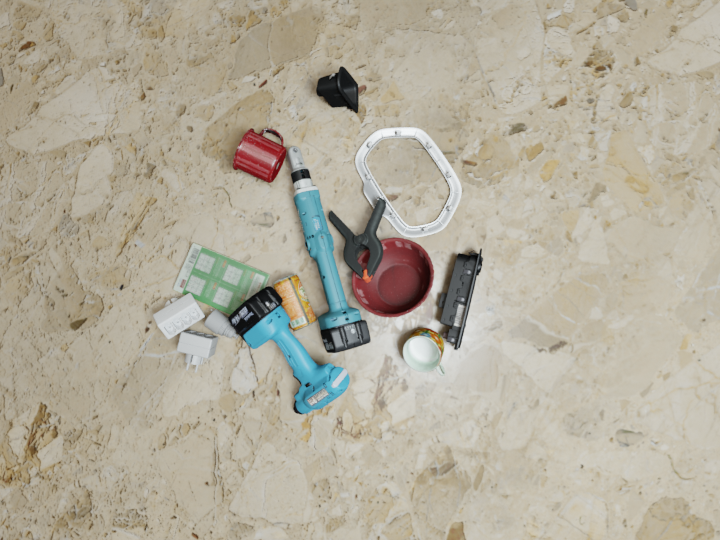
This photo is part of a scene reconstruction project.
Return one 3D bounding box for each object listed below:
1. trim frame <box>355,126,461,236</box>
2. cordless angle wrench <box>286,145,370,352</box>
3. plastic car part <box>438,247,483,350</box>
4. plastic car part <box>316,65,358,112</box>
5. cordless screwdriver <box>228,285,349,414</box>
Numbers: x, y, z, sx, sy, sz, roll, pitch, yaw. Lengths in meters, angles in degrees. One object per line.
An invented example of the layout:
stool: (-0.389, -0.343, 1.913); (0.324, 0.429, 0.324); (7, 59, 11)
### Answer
trim frame: (0.098, -0.188, 0.879); (0.184, 0.027, 0.250); (-32, 86, 1)
cordless angle wrench: (-0.083, -0.054, 0.844); (0.073, 0.099, 0.429); (-13, 80, -19)
plastic car part: (0.197, 0.050, 0.838); (0.070, 0.063, 0.203); (17, 87, 27)
plastic car part: (-0.052, -0.370, 0.868); (0.073, 0.112, 0.066); (-2, 87, 23)
cordless screwdriver: (-0.150, 0.163, 0.816); (0.252, 0.073, 0.160); (47, 126, 6)
